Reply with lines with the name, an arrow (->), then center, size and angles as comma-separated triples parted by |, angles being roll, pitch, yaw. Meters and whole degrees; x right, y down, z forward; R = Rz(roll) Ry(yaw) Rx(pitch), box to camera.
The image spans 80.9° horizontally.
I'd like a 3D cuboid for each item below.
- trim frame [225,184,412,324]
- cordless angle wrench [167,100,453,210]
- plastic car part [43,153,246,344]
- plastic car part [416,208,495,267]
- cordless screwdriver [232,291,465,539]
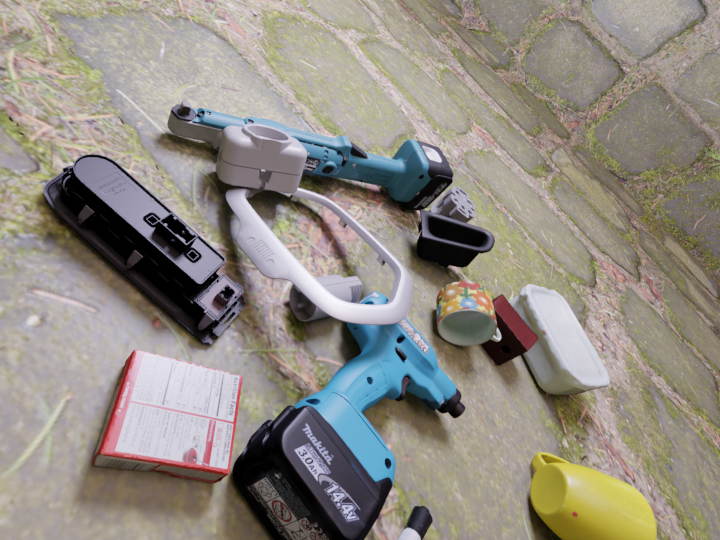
trim frame -> -0.046, -0.030, 0.467 | 0.176, 0.027, 0.260 | -10, 48, -48
cordless angle wrench -> -0.050, -0.160, 0.590 | 0.404, 0.099, 0.077 | 3, 55, -34
plastic car part -> -0.184, -0.028, 0.368 | 0.202, 0.067, 0.066 | 39, 46, -2
plastic car part -> 0.133, -0.036, 0.640 | 0.115, 0.070, 0.067 | 17, 45, -7
cordless screwdriver -> 0.014, 0.134, 0.382 | 0.160, 0.075, 0.245 | 46, 34, 1
